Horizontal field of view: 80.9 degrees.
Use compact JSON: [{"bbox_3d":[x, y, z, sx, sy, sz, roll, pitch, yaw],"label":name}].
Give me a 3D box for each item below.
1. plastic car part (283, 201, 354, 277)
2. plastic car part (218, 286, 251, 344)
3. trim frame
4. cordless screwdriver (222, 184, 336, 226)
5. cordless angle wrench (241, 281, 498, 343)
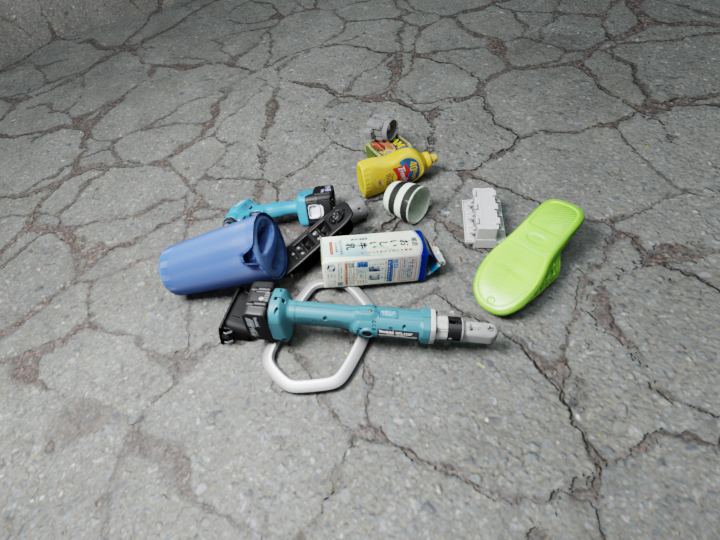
[{"bbox_3d":[-0.087,-0.057,0.888,0.203,0.063,0.070,-44,38,2],"label":"plastic car part"},{"bbox_3d":[-0.221,0.088,0.821,0.072,0.064,0.118,17,51,3],"label":"plastic car part"},{"bbox_3d":[-0.076,0.113,0.787,0.191,0.026,0.249,16,58,21],"label":"trim frame"},{"bbox_3d":[-0.178,-0.130,0.942,0.252,0.072,0.161,-5,22,8],"label":"cordless screwdriver"},{"bbox_3d":[0.012,0.087,0.726,0.430,0.094,0.076,4,49,10],"label":"cordless angle wrench"}]
